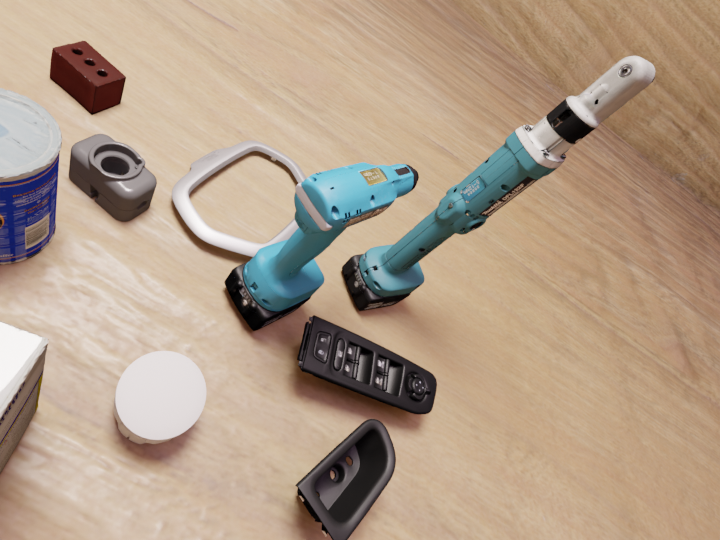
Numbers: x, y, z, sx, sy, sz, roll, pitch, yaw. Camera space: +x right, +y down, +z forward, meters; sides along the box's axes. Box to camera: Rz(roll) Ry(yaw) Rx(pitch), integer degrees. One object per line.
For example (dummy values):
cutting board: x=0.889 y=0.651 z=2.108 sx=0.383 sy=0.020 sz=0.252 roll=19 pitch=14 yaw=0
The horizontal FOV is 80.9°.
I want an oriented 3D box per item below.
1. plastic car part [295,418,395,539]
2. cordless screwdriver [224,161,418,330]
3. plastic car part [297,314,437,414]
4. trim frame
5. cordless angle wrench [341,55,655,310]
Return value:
plastic car part: x=-0.019 y=0.214 z=0.440 sx=0.113 sy=0.072 sz=0.067 roll=-31 pitch=80 yaw=-45
cordless screwdriver: x=-0.047 y=-0.031 z=0.479 sx=0.154 sy=0.252 sz=0.076 roll=-26 pitch=78 yaw=-44
plastic car part: x=0.006 y=0.130 z=0.525 sx=0.196 sy=0.068 sz=0.068 roll=25 pitch=48 yaw=-18
trim frame: x=-0.161 y=-0.113 z=0.623 sx=0.183 sy=0.028 sz=0.247 roll=39 pitch=45 yaw=-4
cordless angle wrench: x=0.125 y=-0.075 z=0.504 sx=0.093 sy=0.428 sz=0.077 roll=-4 pitch=64 yaw=-39
